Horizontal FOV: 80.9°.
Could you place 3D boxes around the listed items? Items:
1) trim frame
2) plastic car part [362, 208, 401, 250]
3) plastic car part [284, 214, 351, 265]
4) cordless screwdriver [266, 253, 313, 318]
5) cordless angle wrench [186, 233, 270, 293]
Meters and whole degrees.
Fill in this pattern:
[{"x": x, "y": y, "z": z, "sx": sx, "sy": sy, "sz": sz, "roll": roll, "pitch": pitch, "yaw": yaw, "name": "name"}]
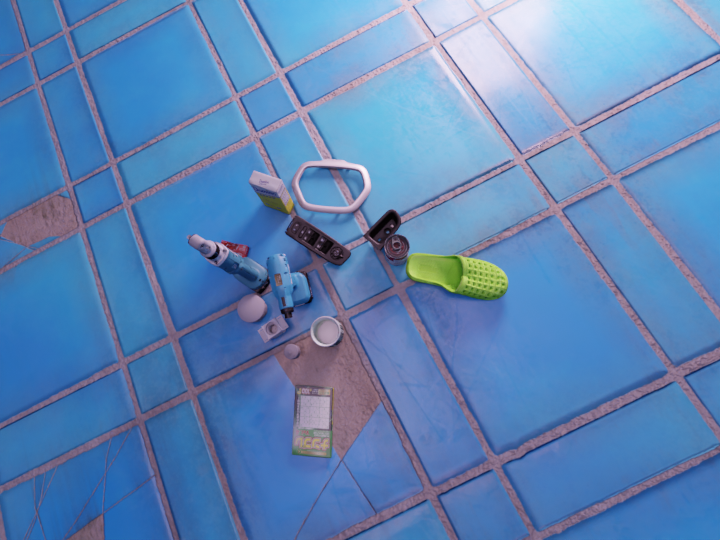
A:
[{"x": -0.092, "y": -0.263, "z": 1.305, "sx": 0.253, "sy": 0.027, "sz": 0.186, "roll": 5, "pitch": 76, "yaw": 11, "name": "trim frame"}, {"x": 0.071, "y": -0.114, "z": 1.216, "sx": 0.068, "sy": 0.069, "sz": 0.116, "roll": 41, "pitch": 85, "yaw": 14, "name": "plastic car part"}, {"x": -0.121, "y": -0.079, "z": 1.242, "sx": 0.209, "sy": 0.065, "sz": 0.066, "roll": 32, "pitch": 83, "yaw": 15, "name": "plastic car part"}, {"x": -0.184, "y": 0.058, "z": 1.125, "sx": 0.075, "sy": 0.242, "sz": 0.163, "roll": -15, "pitch": 76, "yaw": 2, "name": "cordless screwdriver"}, {"x": -0.328, "y": -0.019, "z": 1.082, "sx": 0.100, "sy": 0.412, "sz": 0.074, "roll": 32, "pitch": 83, "yaw": 10, "name": "cordless angle wrench"}]
